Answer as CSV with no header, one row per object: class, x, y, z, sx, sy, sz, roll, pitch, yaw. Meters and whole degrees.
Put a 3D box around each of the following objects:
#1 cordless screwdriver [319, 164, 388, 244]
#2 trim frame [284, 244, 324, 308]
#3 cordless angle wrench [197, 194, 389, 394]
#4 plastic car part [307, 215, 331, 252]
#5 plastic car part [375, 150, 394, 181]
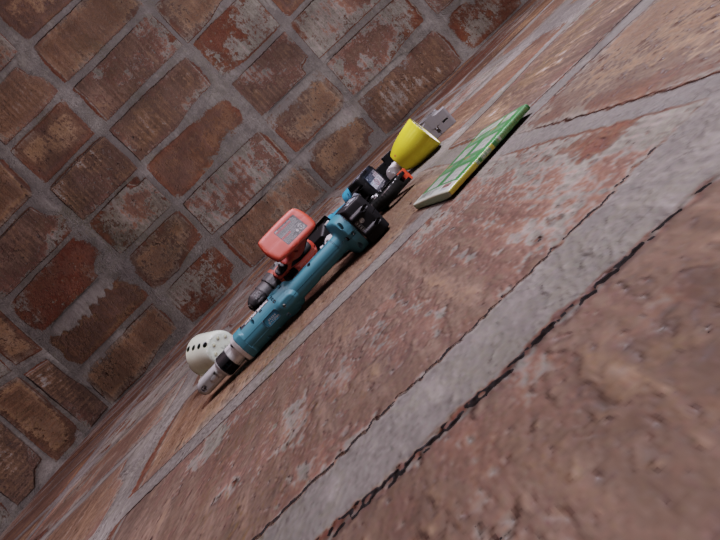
cordless screwdriver,-0.032,-0.164,1.087,0.252,0.073,0.159,-39,12,38
trim frame,-0.104,-0.002,0.898,0.189,0.027,0.247,-28,19,49
cordless angle wrench,-0.126,0.050,0.718,0.422,0.073,0.100,-47,10,-1
plastic car part,-0.101,-0.066,1.034,0.118,0.064,0.072,-41,25,33
plastic car part,0.075,-0.269,1.116,0.203,0.065,0.068,-47,17,2
